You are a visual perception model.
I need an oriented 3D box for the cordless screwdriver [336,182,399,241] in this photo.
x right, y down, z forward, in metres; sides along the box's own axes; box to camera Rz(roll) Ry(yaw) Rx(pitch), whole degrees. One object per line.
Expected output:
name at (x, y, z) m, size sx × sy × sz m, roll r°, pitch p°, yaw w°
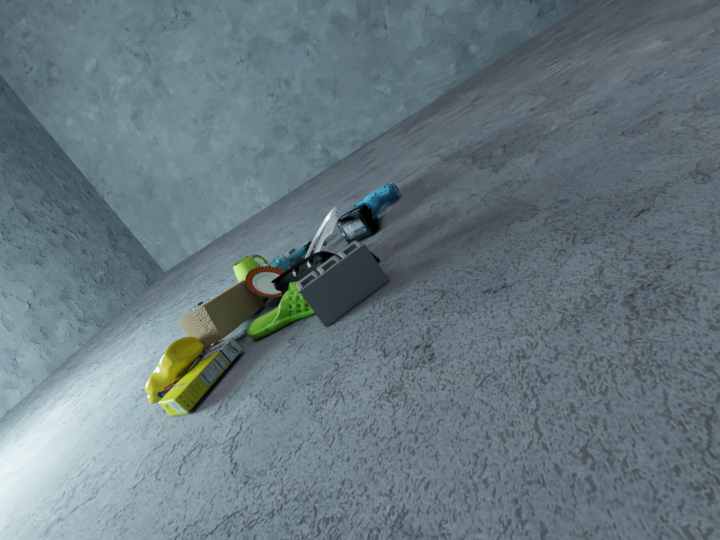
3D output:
cordless screwdriver at (0.007, -0.163, 1.202) m, size 0.164 × 0.072 × 0.247 m, roll -22°, pitch 19°, yaw 34°

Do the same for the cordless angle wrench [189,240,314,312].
cordless angle wrench at (-0.317, 0.035, 1.279) m, size 0.421 × 0.072 × 0.101 m, roll -35°, pitch 18°, yaw -7°

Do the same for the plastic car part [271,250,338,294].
plastic car part at (-0.133, 0.015, 1.001) m, size 0.207 × 0.063 × 0.069 m, roll -34°, pitch 38°, yaw 36°

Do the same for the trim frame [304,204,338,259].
trim frame at (-0.111, -0.073, 1.136) m, size 0.185 × 0.027 × 0.251 m, roll -49°, pitch 16°, yaw 47°

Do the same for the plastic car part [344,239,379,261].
plastic car part at (-0.018, -0.026, 0.953) m, size 0.071 × 0.064 × 0.120 m, roll -52°, pitch 17°, yaw -7°
